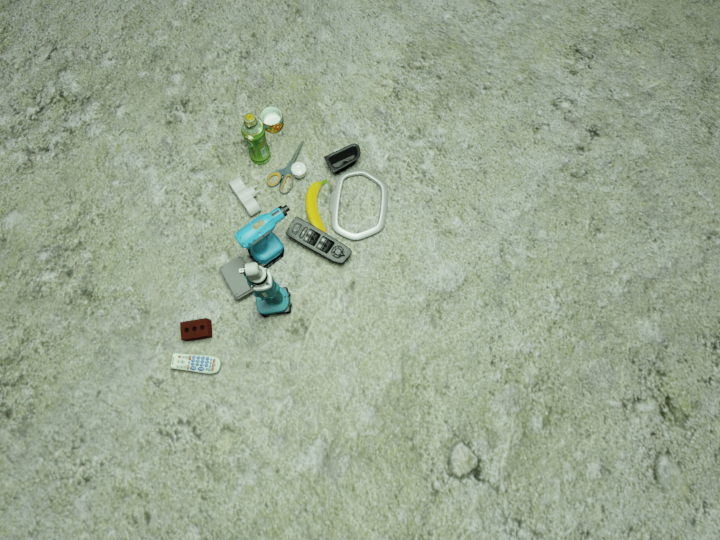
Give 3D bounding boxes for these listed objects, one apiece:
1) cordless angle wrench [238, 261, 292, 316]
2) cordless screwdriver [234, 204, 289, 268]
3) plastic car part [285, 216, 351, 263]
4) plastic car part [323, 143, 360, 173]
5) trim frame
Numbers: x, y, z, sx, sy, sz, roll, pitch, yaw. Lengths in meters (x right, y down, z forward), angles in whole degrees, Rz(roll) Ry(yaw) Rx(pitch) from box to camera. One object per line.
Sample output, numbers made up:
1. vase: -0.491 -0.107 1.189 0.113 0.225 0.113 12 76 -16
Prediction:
1. cordless angle wrench: -0.236 0.046 1.056 0.097 0.417 0.076 -8 76 -6
2. cordless screwdriver: -0.258 -0.094 1.190 0.158 0.245 0.076 -38 81 -12
3. plastic car part: -0.125 -0.082 1.277 0.207 0.066 0.066 29 75 9
4. plastic car part: -0.053 -0.351 1.360 0.115 0.070 0.068 -28 77 -8
5. trim frame: -0.008 -0.212 1.337 0.185 0.027 0.252 5 73 3
